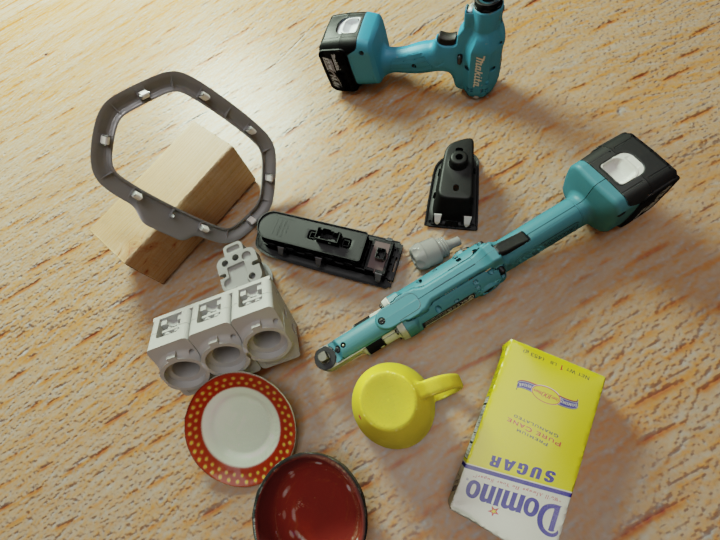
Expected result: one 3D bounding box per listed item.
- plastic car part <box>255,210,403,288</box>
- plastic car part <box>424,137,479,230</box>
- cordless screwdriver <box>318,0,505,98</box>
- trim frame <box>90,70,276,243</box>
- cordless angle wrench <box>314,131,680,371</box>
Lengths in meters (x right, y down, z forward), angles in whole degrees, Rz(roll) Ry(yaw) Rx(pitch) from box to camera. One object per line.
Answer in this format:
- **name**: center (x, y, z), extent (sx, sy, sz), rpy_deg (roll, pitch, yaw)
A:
- **plastic car part**: center (-0.054, -0.035, 0.549), extent (0.210, 0.064, 0.067), rpy_deg (14, 79, 20)
- **plastic car part**: center (0.121, -0.118, 0.535), extent (0.067, 0.068, 0.118), rpy_deg (6, 73, 12)
- **cordless screwdriver**: center (0.066, -0.317, 0.585), extent (0.257, 0.152, 0.075), rpy_deg (12, 72, 18)
- **trim frame**: center (-0.205, -0.129, 0.532), extent (0.029, 0.234, 0.184), rpy_deg (29, 89, 44)
- **cordless angle wrench**: center (0.132, -0.001, 0.481), extent (0.424, 0.094, 0.077), rpy_deg (-32, 67, 3)
